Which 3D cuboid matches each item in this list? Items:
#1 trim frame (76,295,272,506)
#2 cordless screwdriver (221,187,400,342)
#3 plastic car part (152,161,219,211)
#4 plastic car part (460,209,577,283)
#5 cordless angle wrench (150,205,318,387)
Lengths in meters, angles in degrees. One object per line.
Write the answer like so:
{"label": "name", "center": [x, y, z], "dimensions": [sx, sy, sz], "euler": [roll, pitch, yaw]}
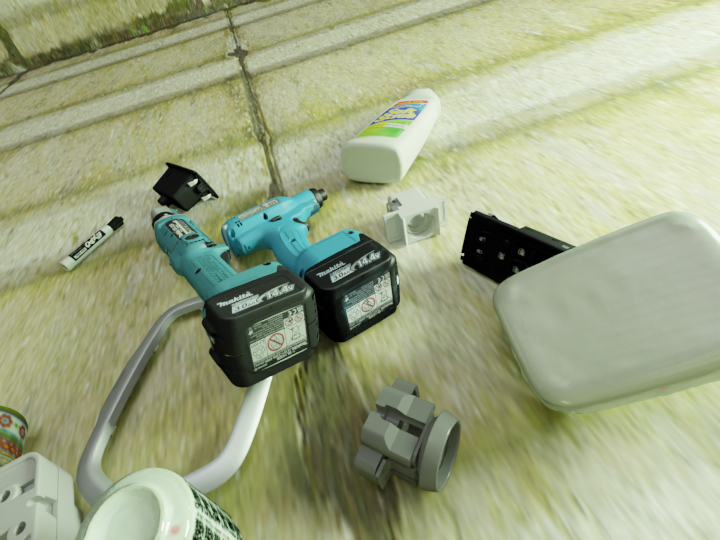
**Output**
{"label": "trim frame", "center": [-0.177, 0.115, 0.428], "dimensions": [0.188, 0.026, 0.254], "euler": [-4, 46, 13]}
{"label": "cordless screwdriver", "center": [-0.050, -0.033, 0.511], "dimensions": [0.156, 0.071, 0.263], "euler": [-31, 41, -24]}
{"label": "plastic car part", "center": [-0.308, -0.135, 0.713], "dimensions": [0.123, 0.062, 0.071], "euler": [20, 67, 37]}
{"label": "plastic car part", "center": [0.198, 0.005, 0.406], "dimensions": [0.064, 0.065, 0.215], "euler": [-11, 33, -36]}
{"label": "cordless angle wrench", "center": [-0.200, -0.017, 0.522], "dimensions": [0.095, 0.072, 0.448], "euler": [-22, 32, -29]}
